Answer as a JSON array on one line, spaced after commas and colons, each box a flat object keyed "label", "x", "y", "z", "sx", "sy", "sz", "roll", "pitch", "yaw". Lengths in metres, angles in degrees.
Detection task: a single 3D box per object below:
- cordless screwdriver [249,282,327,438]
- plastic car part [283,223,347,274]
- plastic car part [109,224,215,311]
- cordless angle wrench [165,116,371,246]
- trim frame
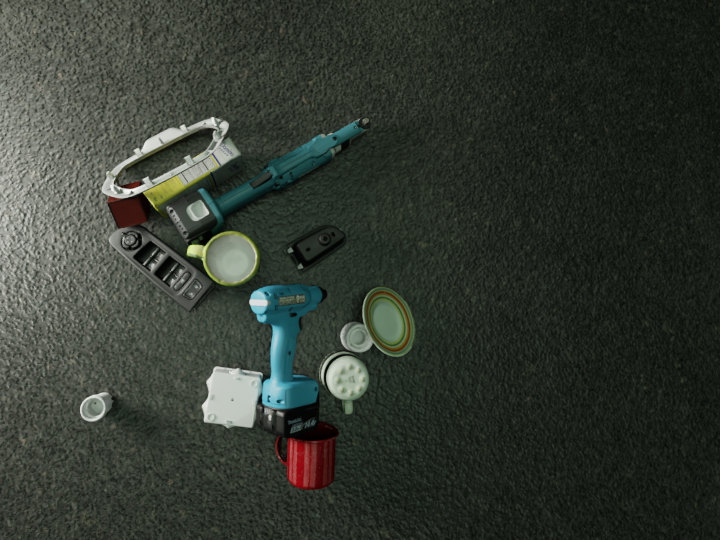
[{"label": "cordless screwdriver", "x": -0.113, "y": 0.147, "z": 0.742, "sx": 0.152, "sy": 0.078, "sz": 0.249, "roll": -2, "pitch": 87, "yaw": -49}, {"label": "plastic car part", "x": -0.077, "y": -0.051, "z": 0.790, "sx": 0.116, "sy": 0.071, "sz": 0.066, "roll": -32, "pitch": 91, "yaw": -8}, {"label": "plastic car part", "x": -0.348, "y": -0.012, "z": 0.749, "sx": 0.204, "sy": 0.067, "sz": 0.066, "roll": 37, "pitch": 86, "yaw": 3}, {"label": "cordless angle wrench", "x": -0.153, "y": -0.183, "z": 0.797, "sx": 0.418, "sy": 0.099, "sz": 0.074, "roll": -34, "pitch": 91, "yaw": -15}, {"label": "trim frame", "x": -0.345, "y": -0.204, "z": 0.746, "sx": 0.248, "sy": 0.026, "sz": 0.194, "roll": -31, "pitch": 42, "yaw": -4}]
